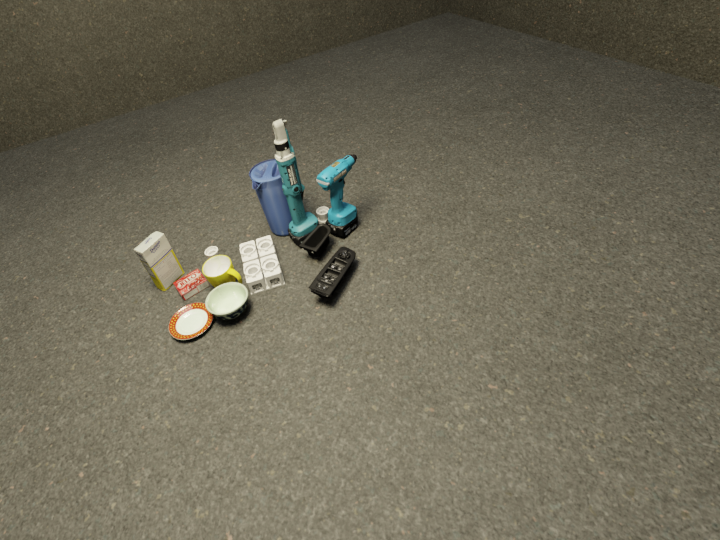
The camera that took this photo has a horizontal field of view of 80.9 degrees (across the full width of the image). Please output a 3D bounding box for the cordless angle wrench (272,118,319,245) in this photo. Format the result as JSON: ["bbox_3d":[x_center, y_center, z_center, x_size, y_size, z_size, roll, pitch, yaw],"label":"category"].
[{"bbox_3d":[-0.204,-0.254,1.272,0.096,0.406,0.079,-29,47,-20],"label":"cordless angle wrench"}]

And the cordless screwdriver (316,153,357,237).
[{"bbox_3d":[-0.055,-0.237,1.342,0.078,0.239,0.157,26,54,31],"label":"cordless screwdriver"}]

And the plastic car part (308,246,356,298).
[{"bbox_3d":[-0.071,0.011,1.217,0.069,0.064,0.203,12,49,23],"label":"plastic car part"}]

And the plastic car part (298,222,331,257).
[{"bbox_3d":[-0.130,-0.085,1.326,0.069,0.068,0.116,18,51,27],"label":"plastic car part"}]
